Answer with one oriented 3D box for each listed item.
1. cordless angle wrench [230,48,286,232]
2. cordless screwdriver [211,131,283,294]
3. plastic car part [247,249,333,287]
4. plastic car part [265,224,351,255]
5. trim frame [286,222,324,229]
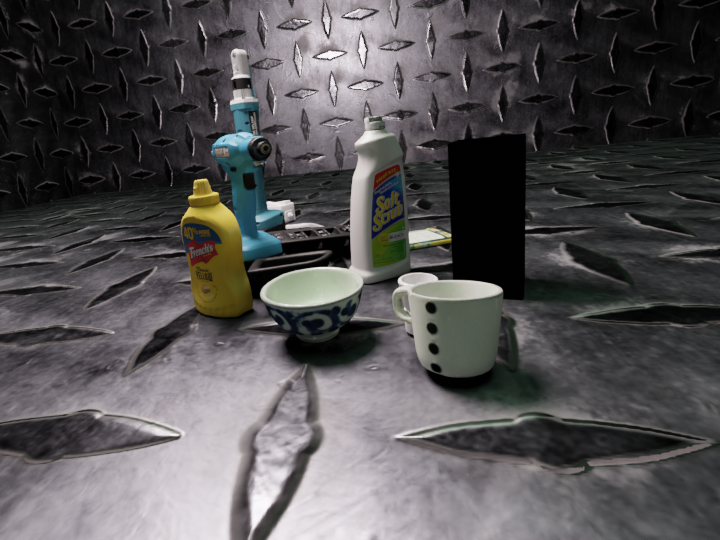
[{"bbox_3d":[-0.239,-0.259,0.931,0.078,0.415,0.095,5,18,34],"label":"cordless angle wrench"},{"bbox_3d":[-0.166,-0.086,0.654,0.072,0.244,0.168,-15,18,-32],"label":"cordless screwdriver"},{"bbox_3d":[-0.095,0.014,0.608,0.117,0.069,0.067,-5,16,4],"label":"plastic car part"},{"bbox_3d":[-0.079,-0.052,0.807,0.198,0.066,0.069,-12,18,-19],"label":"plastic car part"},{"bbox_3d":[-0.191,-0.076,0.980,0.250,0.027,0.187,-6,18,2],"label":"trim frame"}]
